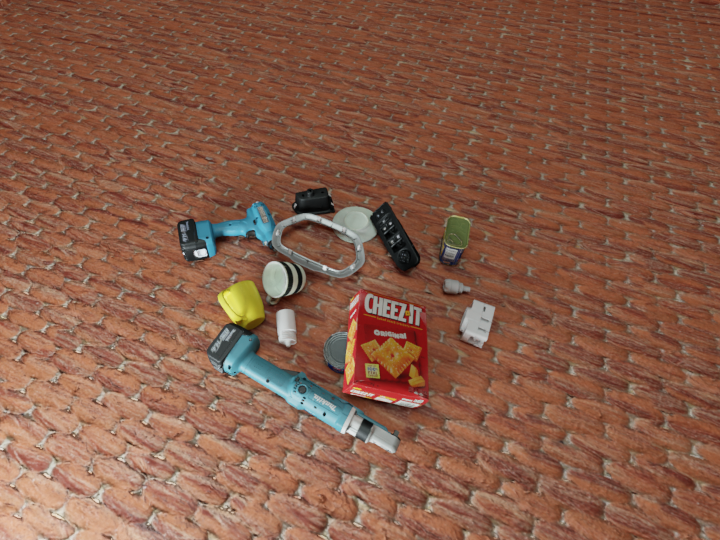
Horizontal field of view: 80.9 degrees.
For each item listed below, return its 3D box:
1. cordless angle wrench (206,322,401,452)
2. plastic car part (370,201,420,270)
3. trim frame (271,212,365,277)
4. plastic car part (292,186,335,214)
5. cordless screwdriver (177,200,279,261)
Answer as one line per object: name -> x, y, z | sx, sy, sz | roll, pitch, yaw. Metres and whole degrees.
cordless angle wrench -> -0.118, 0.248, 0.862 | 0.436, 0.072, 0.098 | 26, 59, 15
plastic car part -> 0.096, -0.080, 1.095 | 0.067, 0.063, 0.212 | -39, 52, 20
trim frame -> -0.105, -0.069, 1.078 | 0.254, 0.027, 0.184 | 25, 52, 10
plastic car part -> -0.132, -0.198, 1.176 | 0.115, 0.069, 0.069 | -8, 54, -10
cordless screwdriver -> -0.339, -0.086, 1.099 | 0.244, 0.072, 0.167 | -18, 57, -17
